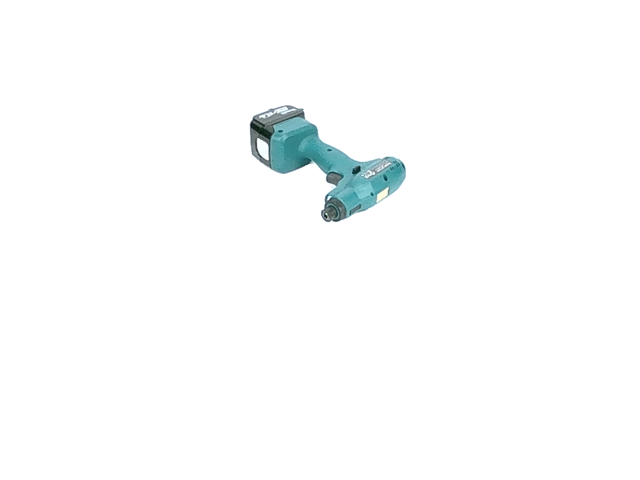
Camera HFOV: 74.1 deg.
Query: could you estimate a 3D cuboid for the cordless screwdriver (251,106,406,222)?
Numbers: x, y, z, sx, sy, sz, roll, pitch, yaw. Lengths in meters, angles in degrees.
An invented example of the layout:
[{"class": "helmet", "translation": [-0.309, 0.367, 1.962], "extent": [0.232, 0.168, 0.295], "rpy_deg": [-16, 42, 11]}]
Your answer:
[{"class": "cordless screwdriver", "translation": [-0.012, -0.115, 0.643], "extent": [0.250, 0.074, 0.158], "rpy_deg": [33, 50, 29]}]
